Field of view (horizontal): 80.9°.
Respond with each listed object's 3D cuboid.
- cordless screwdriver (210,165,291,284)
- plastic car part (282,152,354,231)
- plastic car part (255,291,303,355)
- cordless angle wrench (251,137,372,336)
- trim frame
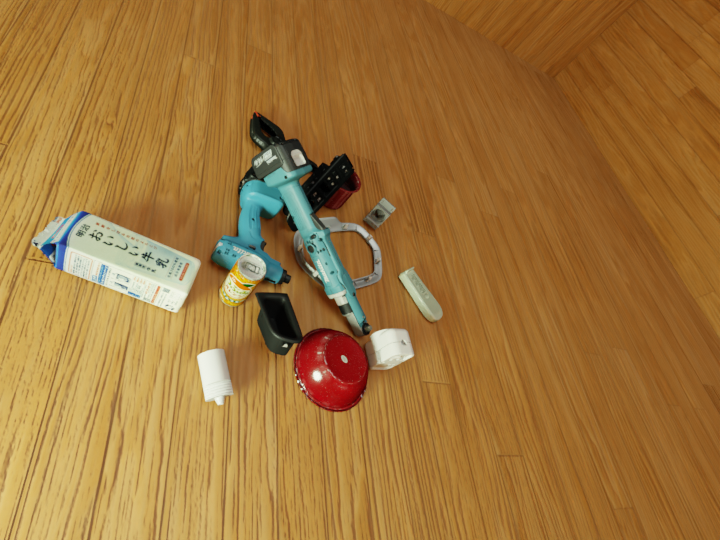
[{"bbox_3d":[-0.198,-0.093,0.871,0.153,0.075,0.254,23,51,-22],"label":"cordless screwdriver"},{"bbox_3d":[-0.105,-0.180,0.948,0.070,0.063,0.202,34,81,27],"label":"plastic car part"},{"bbox_3d":[-0.152,0.102,0.754,0.063,0.070,0.122,4,41,-33],"label":"plastic car part"},{"bbox_3d":[-0.084,-0.055,0.856,0.072,0.101,0.419,-31,97,-48],"label":"cordless angle wrench"},{"bbox_3d":[-0.044,-0.042,0.970,0.238,0.028,0.190,-11,64,-37],"label":"trim frame"}]
